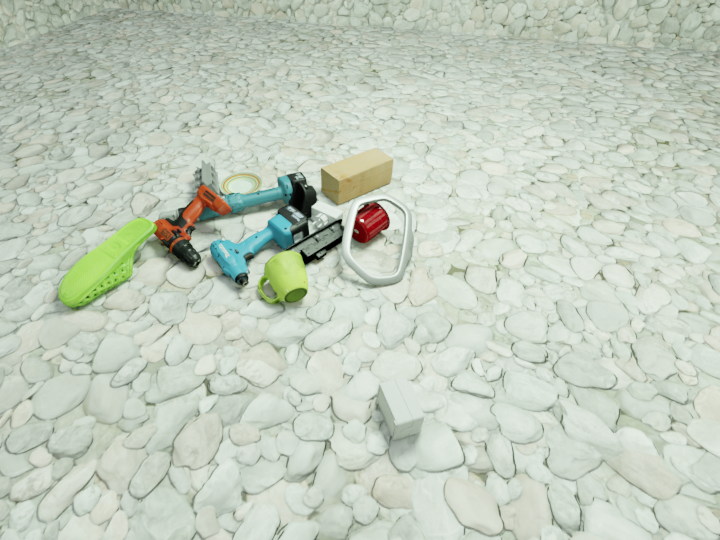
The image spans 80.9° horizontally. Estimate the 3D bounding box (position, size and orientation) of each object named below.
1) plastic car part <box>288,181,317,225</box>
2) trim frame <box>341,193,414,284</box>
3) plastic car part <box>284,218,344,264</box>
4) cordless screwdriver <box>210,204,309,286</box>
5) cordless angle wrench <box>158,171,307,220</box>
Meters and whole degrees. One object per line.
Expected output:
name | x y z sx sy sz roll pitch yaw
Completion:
plastic car part | -0.154 -0.188 1.175 0.068 0.115 0.069 -9 39 -47
trim frame | 0.048 -0.081 1.044 0.182 0.027 0.252 13 66 -7
plastic car part | -0.105 -0.069 1.076 0.070 0.065 0.199 38 55 19
cordless screwdriver | -0.238 -0.061 1.064 0.244 0.072 0.168 -30 52 -22
cordless angle wrench | -0.358 -0.193 1.199 0.418 0.072 0.102 -15 29 -9
